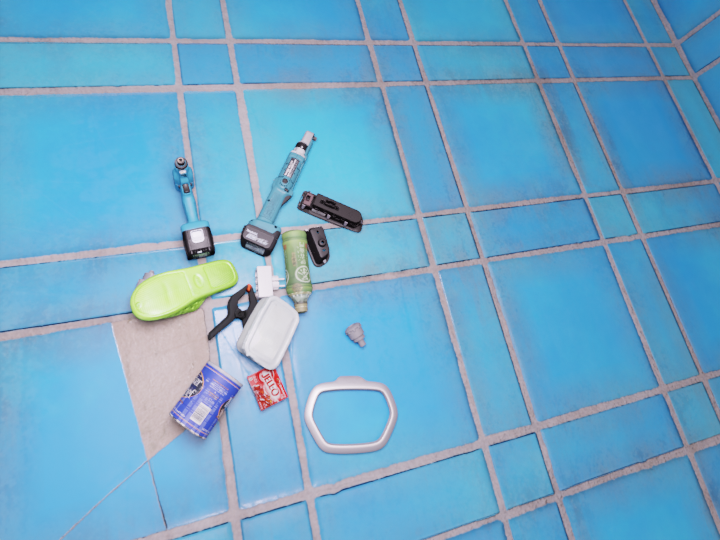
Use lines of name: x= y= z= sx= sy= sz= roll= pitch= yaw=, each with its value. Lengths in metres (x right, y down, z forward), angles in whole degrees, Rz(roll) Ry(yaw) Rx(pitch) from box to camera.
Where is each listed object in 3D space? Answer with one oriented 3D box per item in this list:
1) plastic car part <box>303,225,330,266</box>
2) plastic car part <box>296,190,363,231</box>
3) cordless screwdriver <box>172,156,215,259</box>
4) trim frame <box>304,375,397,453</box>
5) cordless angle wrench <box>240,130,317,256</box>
plastic car part: x=-0.116 y=-0.076 z=1.183 sx=0.064 sy=0.071 sz=0.119 roll=-15 pitch=74 yaw=-19
plastic car part: x=-0.078 y=-0.178 z=1.235 sx=0.200 sy=0.067 sz=0.067 roll=25 pitch=61 yaw=-8
cordless screwdriver: x=-0.436 y=-0.159 z=1.086 sx=0.072 sy=0.160 sz=0.253 roll=-13 pitch=78 yaw=-21
trim frame: x=-0.022 y=0.365 z=1.080 sx=0.244 sy=0.027 sz=0.187 roll=1 pitch=72 yaw=-11
cordless angle wrench: x=-0.220 y=-0.243 z=1.218 sx=0.097 sy=0.075 sz=0.427 roll=23 pitch=66 yaw=-8
